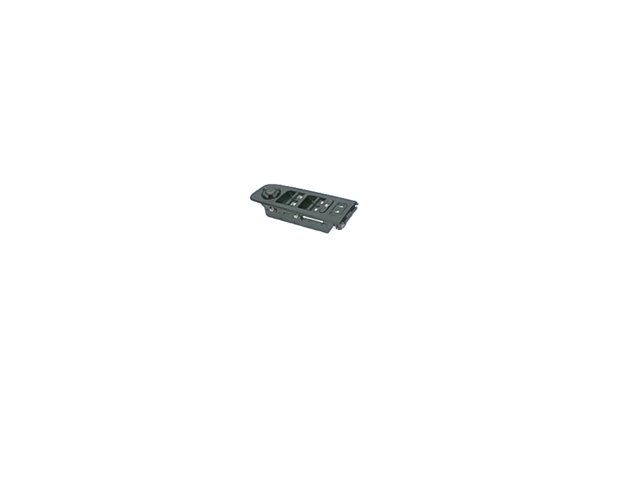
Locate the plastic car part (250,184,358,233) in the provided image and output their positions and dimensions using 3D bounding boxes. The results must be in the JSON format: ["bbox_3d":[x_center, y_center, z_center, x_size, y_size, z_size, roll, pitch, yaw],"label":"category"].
[{"bbox_3d":[-0.033,-0.057,0.773,0.204,0.066,0.067,19,-33,25],"label":"plastic car part"}]
